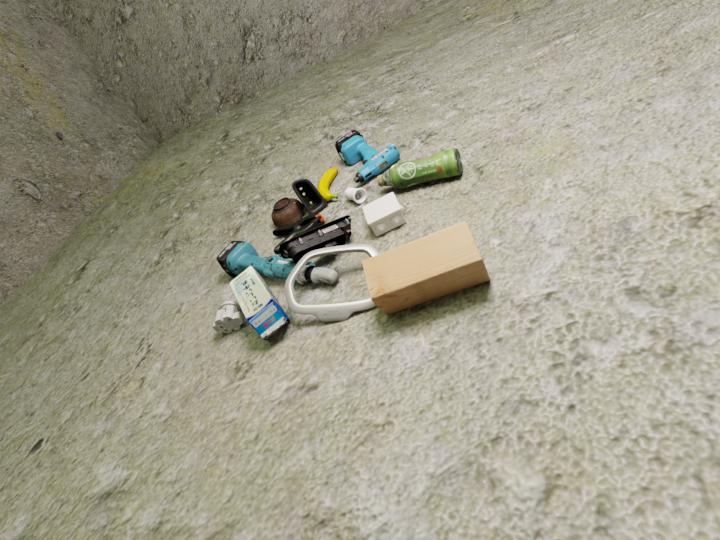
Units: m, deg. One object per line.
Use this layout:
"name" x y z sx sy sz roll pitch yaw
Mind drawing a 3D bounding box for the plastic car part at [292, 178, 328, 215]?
"plastic car part" -0.164 -0.230 1.298 0.065 0.115 0.072 -38 10 -8

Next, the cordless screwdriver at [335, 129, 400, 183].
"cordless screwdriver" -0.003 -0.360 1.349 0.158 0.070 0.263 -38 39 -7

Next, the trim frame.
"trim frame" -0.055 0.023 0.935 0.255 0.026 0.189 -7 56 17

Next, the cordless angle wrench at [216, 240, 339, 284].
"cordless angle wrench" -0.223 -0.011 1.115 0.446 0.071 0.097 10 52 41

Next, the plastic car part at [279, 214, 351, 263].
"plastic car part" -0.102 -0.067 1.048 0.199 0.064 0.070 -21 55 -18
